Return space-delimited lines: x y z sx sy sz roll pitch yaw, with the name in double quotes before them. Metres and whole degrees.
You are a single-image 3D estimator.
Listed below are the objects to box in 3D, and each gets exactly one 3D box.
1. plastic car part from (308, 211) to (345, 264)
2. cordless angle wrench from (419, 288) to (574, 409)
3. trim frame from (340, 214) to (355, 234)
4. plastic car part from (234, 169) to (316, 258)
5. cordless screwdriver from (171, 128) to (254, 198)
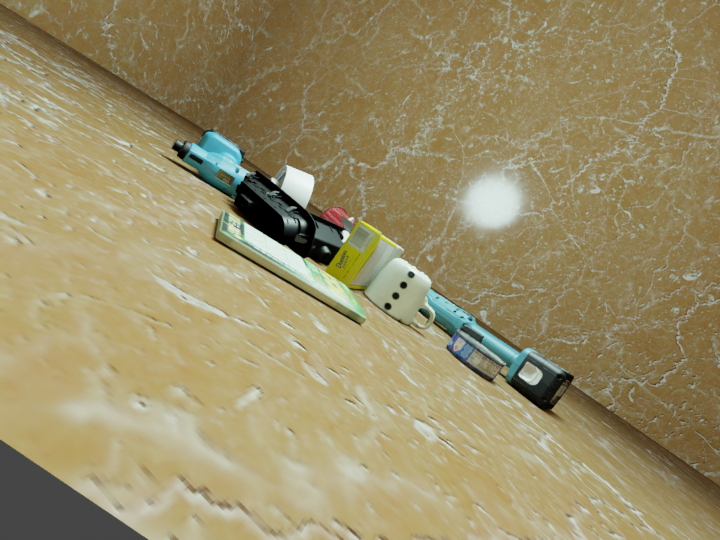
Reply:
"plastic car part" -0.066 -0.043 0.678 0.110 0.066 0.074 21 28 -53
"cordless angle wrench" 0.201 0.107 0.862 0.448 0.074 0.092 36 5 40
"trim frame" 0.040 -0.018 0.865 0.246 0.027 0.186 53 -3 -7
"plastic car part" -0.135 -0.089 0.617 0.063 0.066 0.215 13 20 -49
"cordless screwdriver" -0.281 -0.214 0.801 0.151 0.074 0.261 30 10 -32
